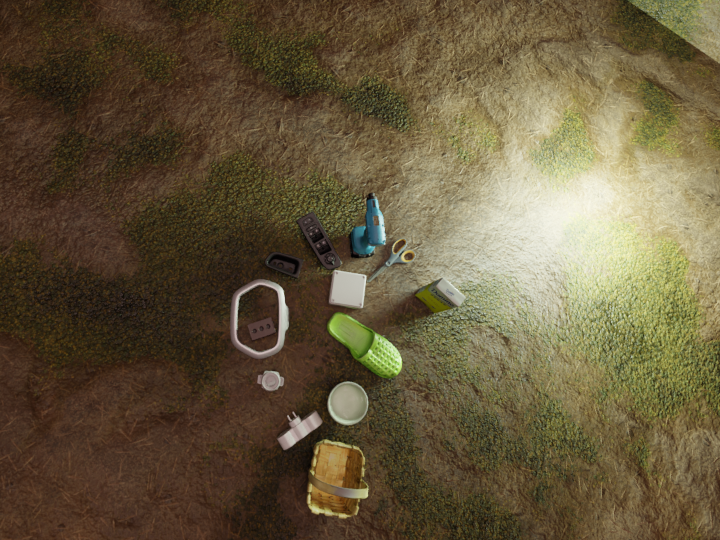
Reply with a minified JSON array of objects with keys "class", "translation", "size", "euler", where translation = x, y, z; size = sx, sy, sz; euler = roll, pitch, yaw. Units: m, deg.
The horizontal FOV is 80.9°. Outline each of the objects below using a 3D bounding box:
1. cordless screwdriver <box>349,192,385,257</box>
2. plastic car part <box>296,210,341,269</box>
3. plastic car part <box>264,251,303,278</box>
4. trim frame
[{"class":"cordless screwdriver","translation":[0.020,-0.131,1.328],"size":[0.073,0.249,0.161],"euler":[-3,79,-12]},{"class":"plastic car part","translation":[-0.136,-0.089,1.394],"size":[0.065,0.067,0.206],"euler":[-30,81,-14]},{"class":"plastic car part","translation":[-0.249,-0.018,1.362],"size":[0.116,0.071,0.066],"euler":[18,75,-3]},{"class":"trim frame","translation":[-0.317,0.151,1.334],"size":[0.182,0.027,0.252],"euler":[-1,76,-6]}]
